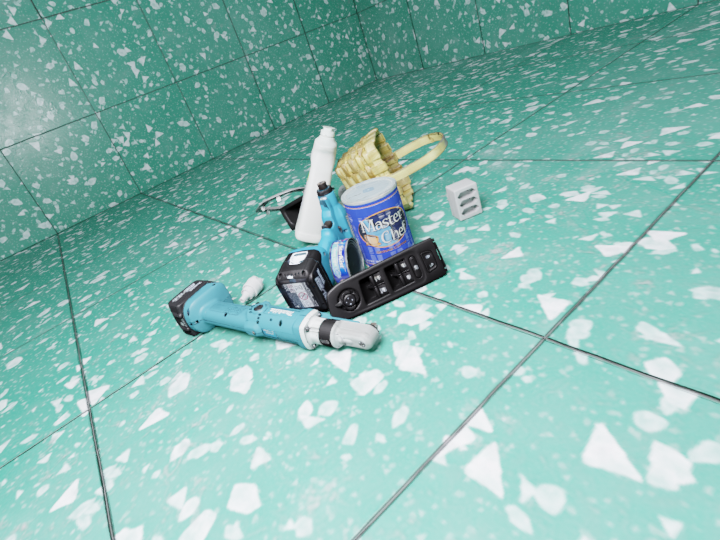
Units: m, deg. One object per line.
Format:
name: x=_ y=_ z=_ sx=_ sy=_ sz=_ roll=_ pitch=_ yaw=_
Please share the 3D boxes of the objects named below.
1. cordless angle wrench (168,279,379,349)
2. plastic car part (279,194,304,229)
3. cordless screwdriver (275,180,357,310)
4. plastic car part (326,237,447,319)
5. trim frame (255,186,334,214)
cordless angle wrench: x=-0.159 y=0.081 z=0.703 sx=0.444 sy=0.071 sz=0.097 roll=4 pitch=36 yaw=36
plastic car part: x=-0.140 y=-0.162 z=1.083 sx=0.120 sy=0.065 sz=0.070 roll=-24 pitch=11 yaw=39
cordless screwdriver: x=-0.076 y=-0.050 z=0.778 sx=0.077 sy=0.153 sz=0.250 roll=-9 pitch=31 yaw=24
plastic car part: x=0.033 y=0.014 z=0.688 sx=0.201 sy=0.065 sz=0.069 roll=-27 pitch=17 yaw=-10
trim frame: x=-0.171 y=-0.189 z=1.128 sx=0.190 sy=0.028 sz=0.239 roll=-20 pitch=-2 yaw=31
